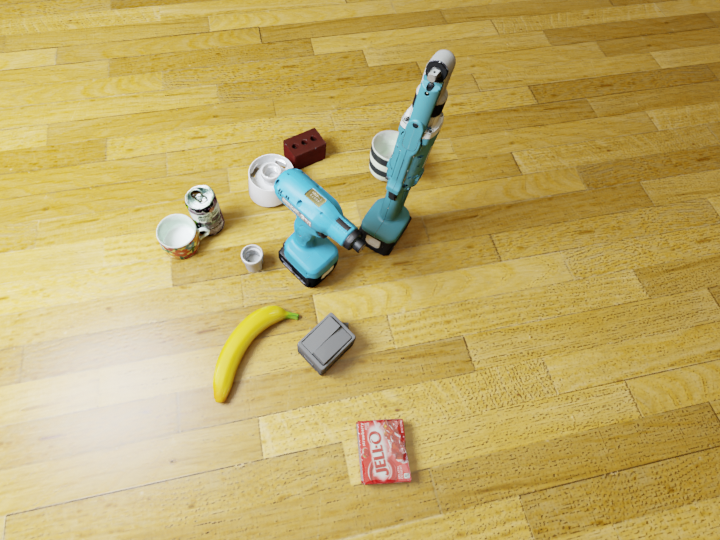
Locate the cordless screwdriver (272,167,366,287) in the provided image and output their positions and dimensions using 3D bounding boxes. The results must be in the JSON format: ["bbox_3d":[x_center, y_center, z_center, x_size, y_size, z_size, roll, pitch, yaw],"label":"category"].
[{"bbox_3d":[-0.067,-0.044,0.688,0.164,0.244,0.073,43,68,13],"label":"cordless screwdriver"}]

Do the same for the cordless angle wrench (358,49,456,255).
[{"bbox_3d":[0.068,-0.156,0.653,0.076,0.415,0.098,32,66,7],"label":"cordless angle wrench"}]
